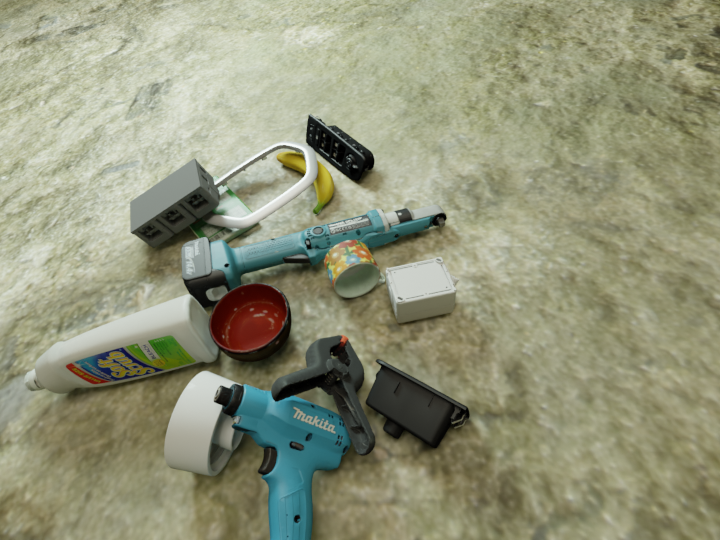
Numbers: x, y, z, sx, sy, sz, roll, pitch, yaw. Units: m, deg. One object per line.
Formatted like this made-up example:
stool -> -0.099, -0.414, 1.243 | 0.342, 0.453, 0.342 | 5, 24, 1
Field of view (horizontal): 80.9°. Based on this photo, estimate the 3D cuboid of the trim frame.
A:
trim frame -> -0.191, -0.165, 0.796 | 0.246, 0.026, 0.194 | -39, 54, -12

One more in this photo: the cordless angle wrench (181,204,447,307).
cordless angle wrench -> -0.066, -0.043, 0.679 | 0.420, 0.071, 0.102 | -15, 49, -5

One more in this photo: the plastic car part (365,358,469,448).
plastic car part -> 0.058, 0.162, 0.491 | 0.122, 0.063, 0.071 | 20, 70, 28

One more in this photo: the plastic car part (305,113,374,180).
plastic car part -> -0.039, -0.247, 0.854 | 0.064, 0.065, 0.214 | -8, 42, -34

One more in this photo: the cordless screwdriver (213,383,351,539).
cordless screwdriver -> -0.093, 0.238, 0.396 | 0.153, 0.075, 0.254 | 27, 46, -21
